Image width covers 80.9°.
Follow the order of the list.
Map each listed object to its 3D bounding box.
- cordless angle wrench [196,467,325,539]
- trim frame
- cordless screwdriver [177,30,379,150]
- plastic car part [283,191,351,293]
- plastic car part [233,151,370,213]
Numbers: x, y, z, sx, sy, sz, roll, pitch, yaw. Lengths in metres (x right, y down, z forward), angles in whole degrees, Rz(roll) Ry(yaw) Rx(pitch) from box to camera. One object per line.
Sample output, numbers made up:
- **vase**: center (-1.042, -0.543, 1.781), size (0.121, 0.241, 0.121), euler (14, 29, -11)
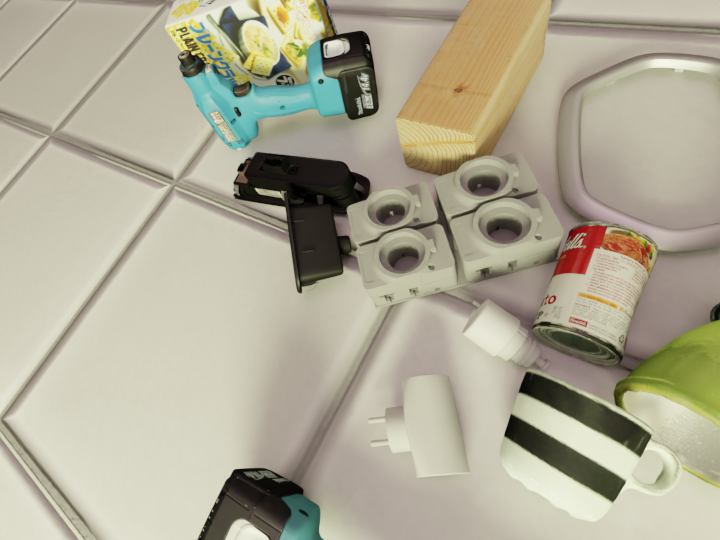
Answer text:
- **cordless angle wrench**: center (0.079, 0.268, 0.271), size (0.441, 0.093, 0.074), euler (19, 71, 23)
- **trim frame**: center (0.302, -0.128, 0.423), size (0.191, 0.026, 0.252), euler (2, 63, 22)
- **cordless screwdriver**: center (-0.106, -0.253, 0.567), size (0.253, 0.152, 0.076), euler (-10, 62, 13)
- **plastic car part**: center (-0.048, -0.031, 0.490), size (0.071, 0.064, 0.121), euler (-13, 62, -4)
- **plastic car part**: center (-0.083, -0.121, 0.547), size (0.211, 0.064, 0.066), euler (15, 63, 23)
